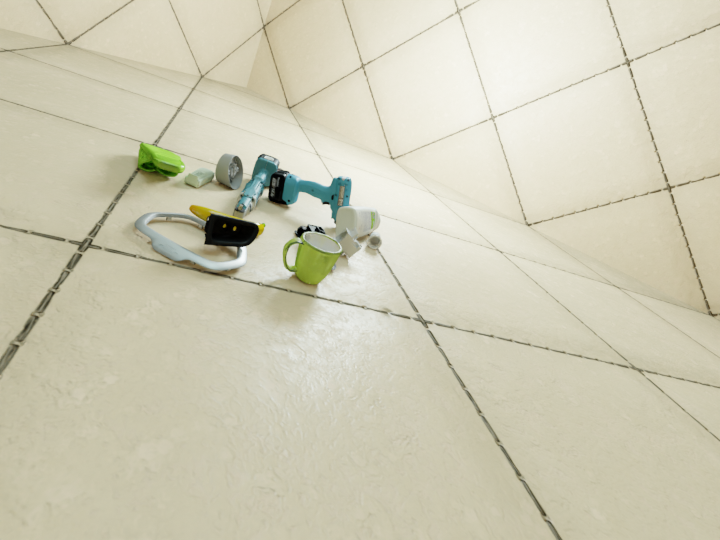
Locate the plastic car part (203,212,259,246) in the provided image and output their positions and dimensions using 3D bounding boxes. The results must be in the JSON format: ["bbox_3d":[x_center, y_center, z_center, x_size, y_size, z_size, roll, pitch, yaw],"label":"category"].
[{"bbox_3d":[-0.287,-0.089,0.909,0.110,0.065,0.075,5,15,-43],"label":"plastic car part"}]

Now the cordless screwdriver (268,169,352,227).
[{"bbox_3d":[-0.156,-0.222,1.300,0.252,0.157,0.074,9,18,8],"label":"cordless screwdriver"}]

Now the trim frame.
[{"bbox_3d":[-0.350,-0.064,0.887,0.253,0.027,0.182,28,22,8],"label":"trim frame"}]

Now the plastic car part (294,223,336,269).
[{"bbox_3d":[-0.105,-0.069,1.077,0.063,0.067,0.213,18,25,-32],"label":"plastic car part"}]

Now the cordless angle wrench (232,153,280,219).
[{"bbox_3d":[-0.311,-0.240,1.240,0.073,0.097,0.433,19,27,-11],"label":"cordless angle wrench"}]
